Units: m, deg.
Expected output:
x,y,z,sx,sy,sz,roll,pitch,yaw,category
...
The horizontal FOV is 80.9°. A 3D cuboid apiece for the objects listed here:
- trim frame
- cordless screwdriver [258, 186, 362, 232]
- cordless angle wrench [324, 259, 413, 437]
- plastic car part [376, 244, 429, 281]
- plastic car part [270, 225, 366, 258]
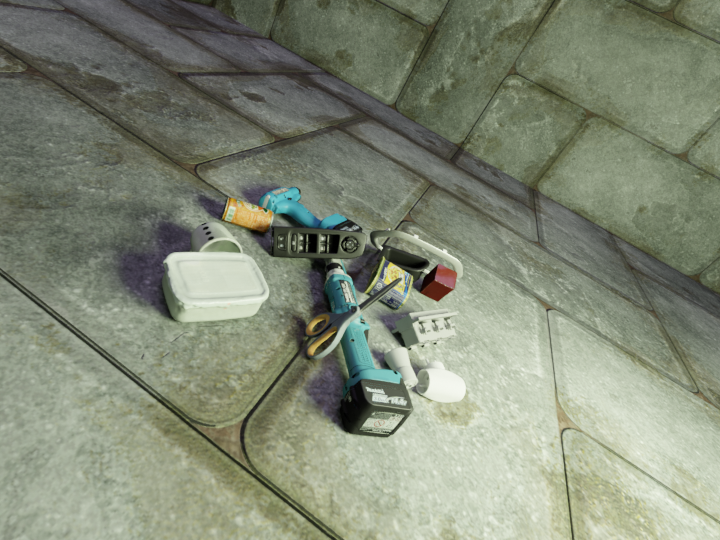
x,y,z,sx,sy,sz,roll,pitch,yaw,category
0.136,-0.040,1.039,0.247,0.184,0.028,26,72,-4,trim frame
-0.114,-0.133,1.045,0.256,0.074,0.156,31,30,14,cordless screwdriver
-0.020,0.092,0.785,0.094,0.074,0.442,14,31,-24,cordless angle wrench
0.098,-0.004,1.015,0.119,0.069,0.066,21,43,12,plastic car part
-0.090,-0.059,0.916,0.203,0.066,0.067,2,2,0,plastic car part
